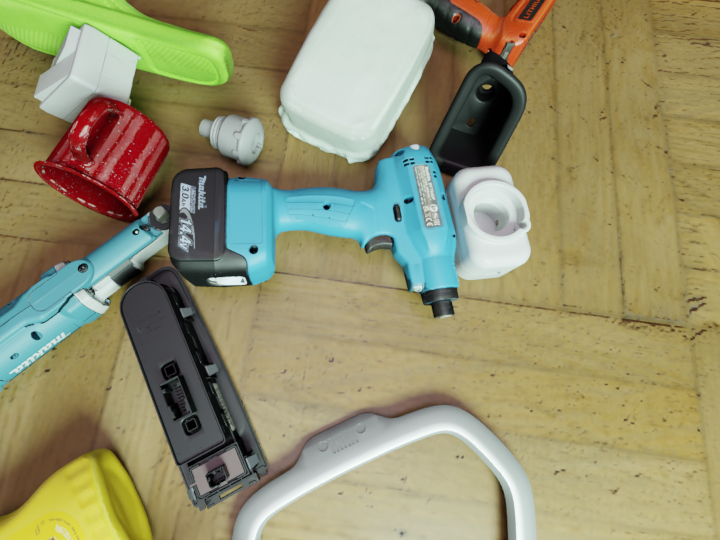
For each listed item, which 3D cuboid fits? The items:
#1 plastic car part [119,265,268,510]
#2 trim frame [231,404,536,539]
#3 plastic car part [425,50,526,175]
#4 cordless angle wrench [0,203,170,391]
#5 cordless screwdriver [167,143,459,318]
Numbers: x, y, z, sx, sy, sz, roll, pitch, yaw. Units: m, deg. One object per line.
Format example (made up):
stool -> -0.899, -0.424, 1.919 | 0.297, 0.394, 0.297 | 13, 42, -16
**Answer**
plastic car part -> -0.152, 0.089, 0.351 | 0.066, 0.065, 0.209 | -28, 73, -3
trim frame -> 0.020, 0.212, 0.329 | 0.247, 0.027, 0.188 | -25, 75, -6
plastic car part -> 0.115, -0.153, 0.405 | 0.066, 0.114, 0.072 | 20, 51, 2
cordless angle wrench -> -0.320, 0.083, 0.342 | 0.419, 0.097, 0.076 | -42, 81, -16
cordless screwdriver -> -0.037, -0.024, 0.379 | 0.246, 0.073, 0.162 | -7, 74, -7
